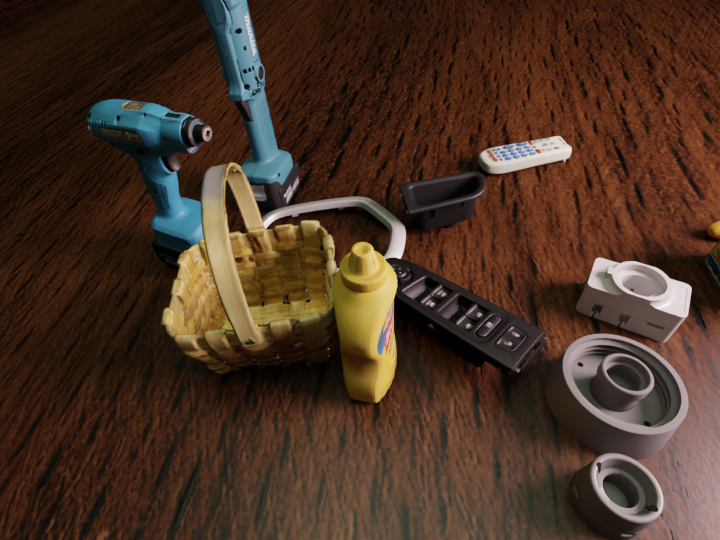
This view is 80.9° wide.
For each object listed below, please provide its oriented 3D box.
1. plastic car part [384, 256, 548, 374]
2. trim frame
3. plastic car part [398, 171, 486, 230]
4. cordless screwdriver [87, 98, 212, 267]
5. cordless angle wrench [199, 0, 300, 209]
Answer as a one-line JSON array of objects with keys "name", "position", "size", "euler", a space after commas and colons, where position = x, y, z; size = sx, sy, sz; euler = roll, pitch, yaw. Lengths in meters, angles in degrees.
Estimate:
[{"name": "plastic car part", "position": [0.093, 0.048, 0.479], "size": [0.065, 0.064, 0.214], "euler": [-38, 53, -25]}, {"name": "trim frame", "position": [-0.060, -0.039, 0.611], "size": [0.249, 0.026, 0.191], "euler": [-8, 47, 2]}, {"name": "plastic car part", "position": [0.118, -0.091, 0.600], "size": [0.117, 0.068, 0.068], "euler": [-9, 47, 0]}, {"name": "cordless screwdriver", "position": [-0.231, -0.099, 0.550], "size": [0.165, 0.239, 0.074], "euler": [15, 50, 19]}, {"name": "cordless angle wrench", "position": [-0.161, -0.269, 0.581], "size": [0.076, 0.407, 0.099], "euler": [9, 48, 14]}]
